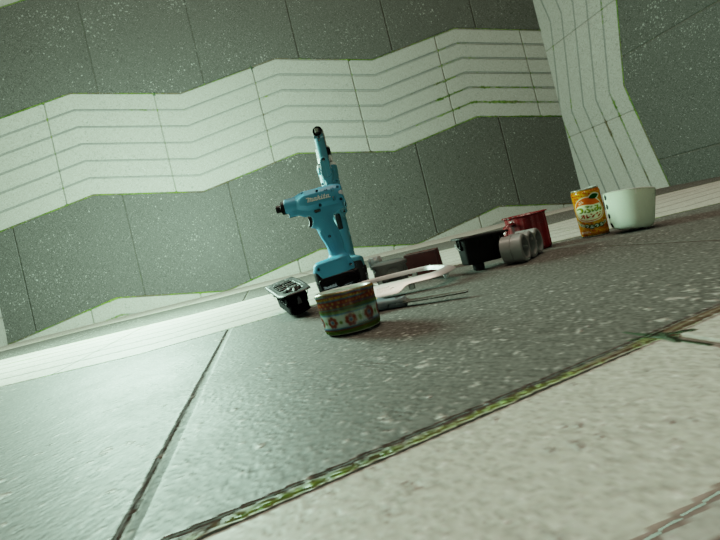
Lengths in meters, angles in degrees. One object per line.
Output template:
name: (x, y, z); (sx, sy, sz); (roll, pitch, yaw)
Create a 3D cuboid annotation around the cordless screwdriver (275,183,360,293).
cordless screwdriver: (-0.094, -0.062, 0.964); (0.161, 0.249, 0.073); (-14, -1, 7)

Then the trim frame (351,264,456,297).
trim frame: (0.058, 0.026, 0.813); (0.254, 0.027, 0.180); (-12, 4, 17)

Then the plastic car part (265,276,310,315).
plastic car part: (-0.140, 0.052, 0.830); (0.065, 0.067, 0.208); (-14, 3, -18)

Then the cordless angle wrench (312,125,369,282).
cordless angle wrench: (-0.063, -0.168, 1.100); (0.075, 0.423, 0.097); (-14, -1, 8)

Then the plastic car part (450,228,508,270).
plastic car part: (0.226, -0.037, 0.812); (0.112, 0.071, 0.068); (-15, 2, -32)
